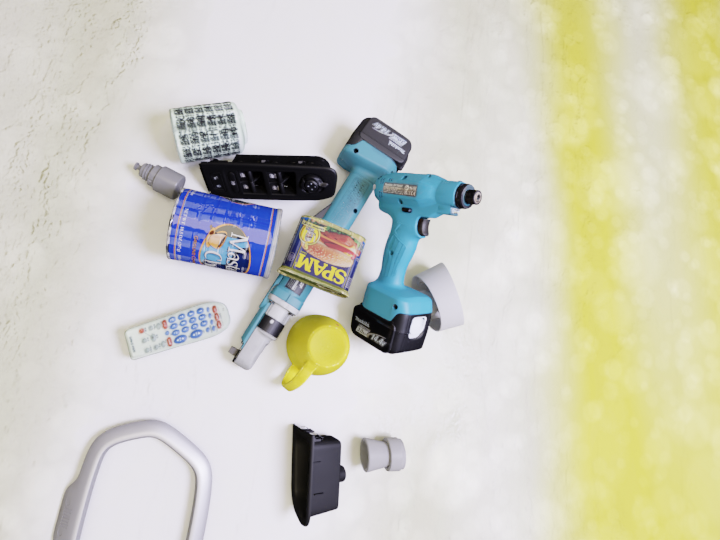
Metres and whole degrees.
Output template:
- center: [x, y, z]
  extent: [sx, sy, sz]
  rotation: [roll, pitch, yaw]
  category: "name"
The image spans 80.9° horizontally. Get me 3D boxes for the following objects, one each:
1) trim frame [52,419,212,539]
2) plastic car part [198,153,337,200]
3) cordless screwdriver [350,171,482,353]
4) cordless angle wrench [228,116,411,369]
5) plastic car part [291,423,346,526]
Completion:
- center: [-0.291, 0.322, 0.541]
  extent: [0.181, 0.028, 0.251]
  rotation: [10, 78, -10]
  category: "trim frame"
- center: [-0.129, -0.141, 0.627]
  extent: [0.208, 0.064, 0.068]
  rotation: [7, 41, 14]
  category: "plastic car part"
- center: [0.073, -0.009, 0.583]
  extent: [0.071, 0.168, 0.247]
  rotation: [4, 98, -42]
  category: "cordless screwdriver"
- center: [-0.063, -0.041, 0.642]
  extent: [0.097, 0.075, 0.423]
  rotation: [32, 76, -6]
  category: "cordless angle wrench"
- center: [-0.055, 0.277, 0.584]
  extent: [0.068, 0.068, 0.117]
  rotation: [2, 82, -28]
  category: "plastic car part"
